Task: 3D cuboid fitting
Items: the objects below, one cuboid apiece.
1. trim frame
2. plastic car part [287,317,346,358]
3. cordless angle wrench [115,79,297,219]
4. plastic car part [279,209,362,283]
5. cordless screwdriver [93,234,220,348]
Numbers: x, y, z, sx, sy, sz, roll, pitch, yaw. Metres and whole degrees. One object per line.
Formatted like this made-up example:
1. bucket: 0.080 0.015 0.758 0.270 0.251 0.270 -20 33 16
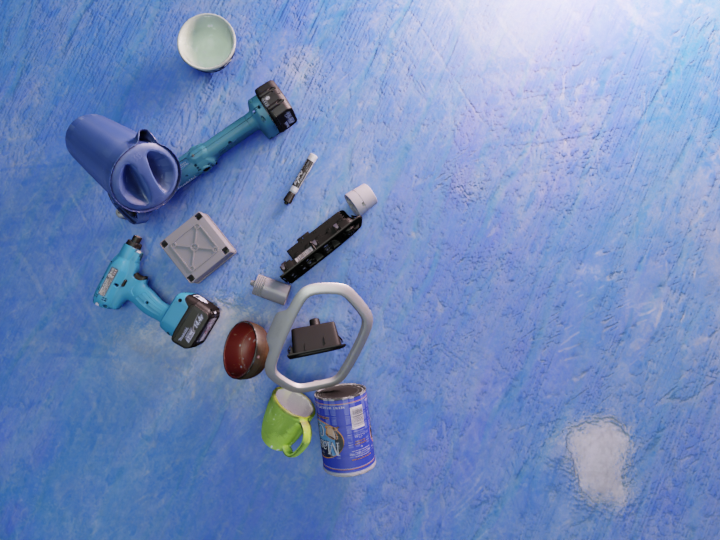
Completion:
1. trim frame: -0.081 0.130 0.794 0.178 0.028 0.247 19 110 -18
2. plastic car part: -0.095 0.134 0.855 0.116 0.065 0.073 -14 74 -4
3. cordless angle wrench: -0.328 -0.230 0.871 0.424 0.097 0.075 -33 86 2
4. plastic car part: -0.085 -0.055 0.868 0.203 0.063 0.070 -34 63 0
5. cordless screwdriver: -0.406 0.043 0.861 0.252 0.073 0.159 26 87 7
